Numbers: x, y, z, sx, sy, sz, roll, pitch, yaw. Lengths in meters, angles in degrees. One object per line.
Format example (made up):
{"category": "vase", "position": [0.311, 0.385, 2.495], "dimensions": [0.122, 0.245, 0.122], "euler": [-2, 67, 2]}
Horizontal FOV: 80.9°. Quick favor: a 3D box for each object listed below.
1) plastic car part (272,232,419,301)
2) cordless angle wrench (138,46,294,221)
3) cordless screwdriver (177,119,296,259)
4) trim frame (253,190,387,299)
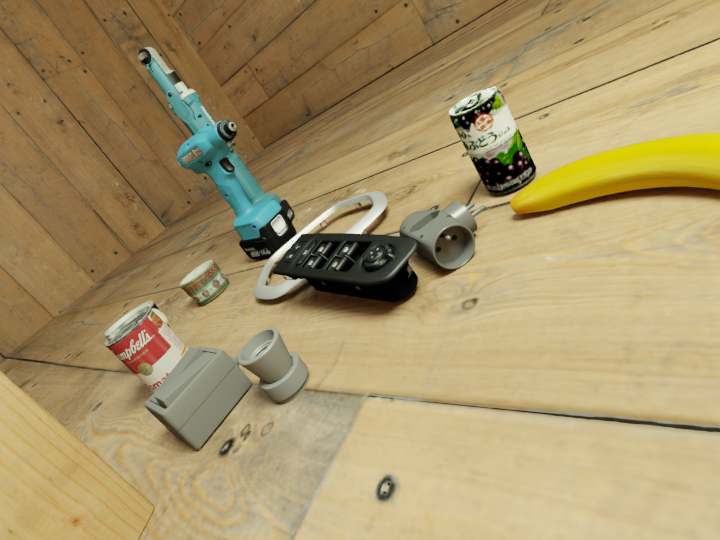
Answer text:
{"category": "plastic car part", "position": [-0.016, 0.000, 0.455], "dimensions": [0.066, 0.065, 0.212], "euler": [-46, 26, -27]}
{"category": "cordless angle wrench", "position": [-0.285, -0.246, 0.838], "dimensions": [0.076, 0.409, 0.099], "euler": [-26, 21, 24]}
{"category": "cordless screwdriver", "position": [-0.205, -0.139, 0.744], "dimensions": [0.166, 0.240, 0.074], "euler": [-13, 29, 45]}
{"category": "trim frame", "position": [-0.062, -0.041, 0.638], "dimensions": [0.247, 0.026, 0.192], "euler": [-40, 24, -10]}
